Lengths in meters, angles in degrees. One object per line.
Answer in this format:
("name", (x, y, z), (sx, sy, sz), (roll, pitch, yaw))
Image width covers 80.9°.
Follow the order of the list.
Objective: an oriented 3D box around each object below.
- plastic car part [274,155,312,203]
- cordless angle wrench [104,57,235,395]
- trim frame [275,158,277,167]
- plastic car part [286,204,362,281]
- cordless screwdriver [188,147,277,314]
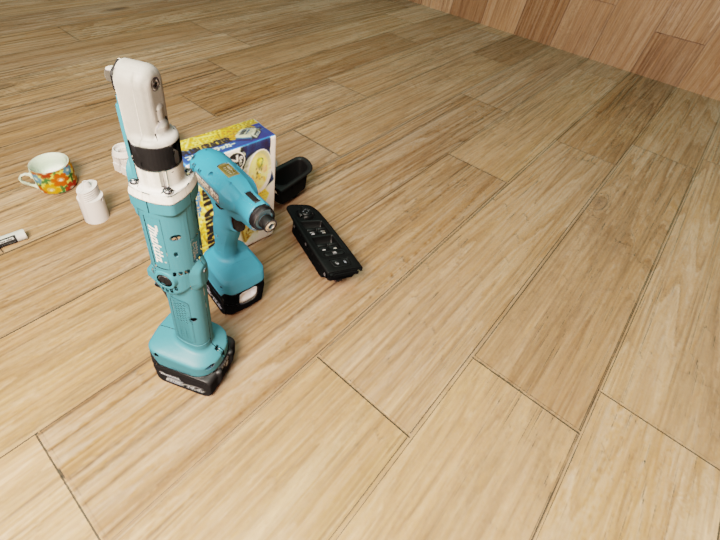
("plastic car part", (-0.146, -0.178, 0.868), (0.069, 0.069, 0.114), (33, 50, 21))
("cordless angle wrench", (-0.195, -0.007, 0.449), (0.099, 0.413, 0.075), (18, 45, 5))
("trim frame", (-0.270, -0.194, 0.897), (0.185, 0.027, 0.254), (9, 45, 1))
("plastic car part", (-0.073, -0.048, 0.751), (0.064, 0.065, 0.214), (-15, 49, -24))
("cordless screwdriver", (-0.174, -0.033, 0.597), (0.072, 0.243, 0.167), (-27, 56, -33))
